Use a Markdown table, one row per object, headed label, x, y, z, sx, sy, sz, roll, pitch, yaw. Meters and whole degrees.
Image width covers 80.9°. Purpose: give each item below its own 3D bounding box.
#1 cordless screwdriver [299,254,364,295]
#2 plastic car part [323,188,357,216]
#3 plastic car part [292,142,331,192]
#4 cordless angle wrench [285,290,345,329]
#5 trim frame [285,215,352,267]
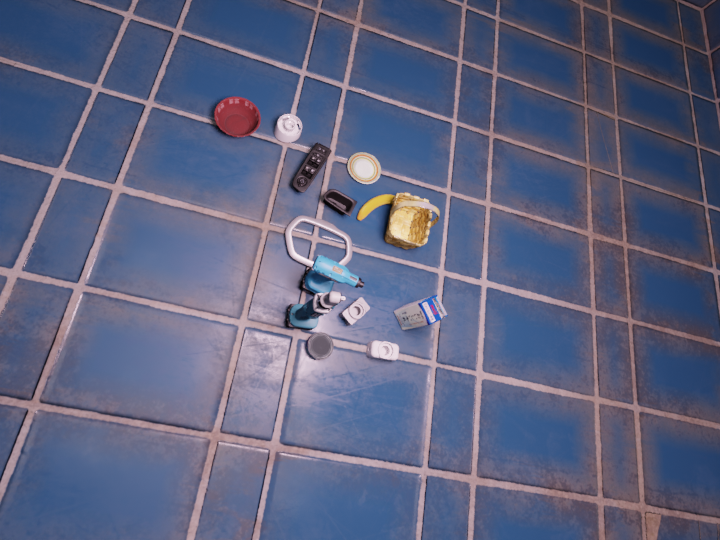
| label | x | y | z | sx | sy | sz | roll | pitch | yaw |
| --- | --- | --- | --- | --- | --- | --- | --- | --- | --- |
| cordless screwdriver | -0.095 | 0.032 | 1.317 | 0.157 | 0.251 | 0.075 | 27 | 69 | -10 |
| plastic car part | -0.082 | -0.238 | 1.500 | 0.115 | 0.071 | 0.066 | 30 | 69 | -6 |
| plastic car part | -0.182 | -0.360 | 1.515 | 0.066 | 0.068 | 0.203 | 31 | 68 | -7 |
| cordless angle wrench | -0.130 | 0.109 | 1.189 | 0.095 | 0.427 | 0.075 | 11 | 73 | -17 |
| trim frame | -0.143 | -0.094 | 1.463 | 0.245 | 0.028 | 0.186 | 21 | 69 | -8 |
